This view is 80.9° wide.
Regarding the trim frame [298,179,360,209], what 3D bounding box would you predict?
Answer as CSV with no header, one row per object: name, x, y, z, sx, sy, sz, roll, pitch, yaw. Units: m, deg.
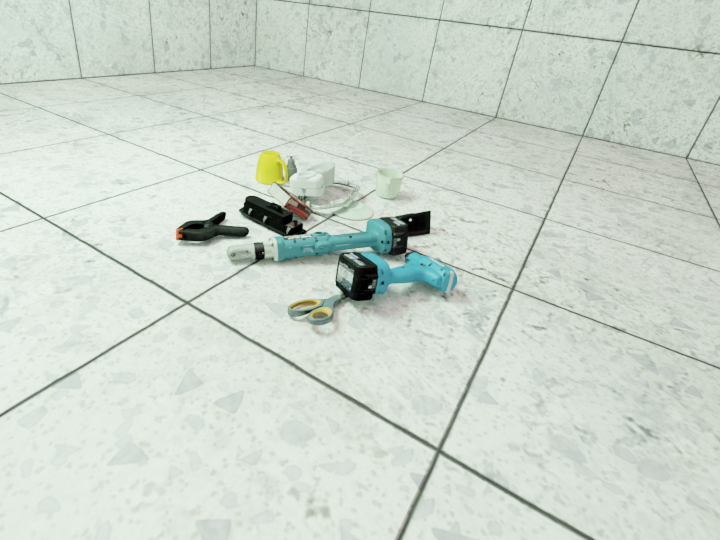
trim frame,-0.100,-0.236,1.279,0.189,0.027,0.250,3,32,14

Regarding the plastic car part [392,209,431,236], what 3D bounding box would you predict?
plastic car part,0.124,-0.130,1.150,0.113,0.065,0.074,-9,20,-20

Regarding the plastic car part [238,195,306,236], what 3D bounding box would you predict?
plastic car part,-0.238,-0.147,1.103,0.213,0.065,0.065,23,41,28

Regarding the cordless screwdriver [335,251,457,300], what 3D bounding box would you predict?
cordless screwdriver,0.064,-0.002,0.908,0.240,0.073,0.168,-2,23,-26

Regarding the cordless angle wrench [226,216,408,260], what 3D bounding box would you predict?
cordless angle wrench,-0.096,-0.063,0.983,0.413,0.073,0.102,-8,24,-16
